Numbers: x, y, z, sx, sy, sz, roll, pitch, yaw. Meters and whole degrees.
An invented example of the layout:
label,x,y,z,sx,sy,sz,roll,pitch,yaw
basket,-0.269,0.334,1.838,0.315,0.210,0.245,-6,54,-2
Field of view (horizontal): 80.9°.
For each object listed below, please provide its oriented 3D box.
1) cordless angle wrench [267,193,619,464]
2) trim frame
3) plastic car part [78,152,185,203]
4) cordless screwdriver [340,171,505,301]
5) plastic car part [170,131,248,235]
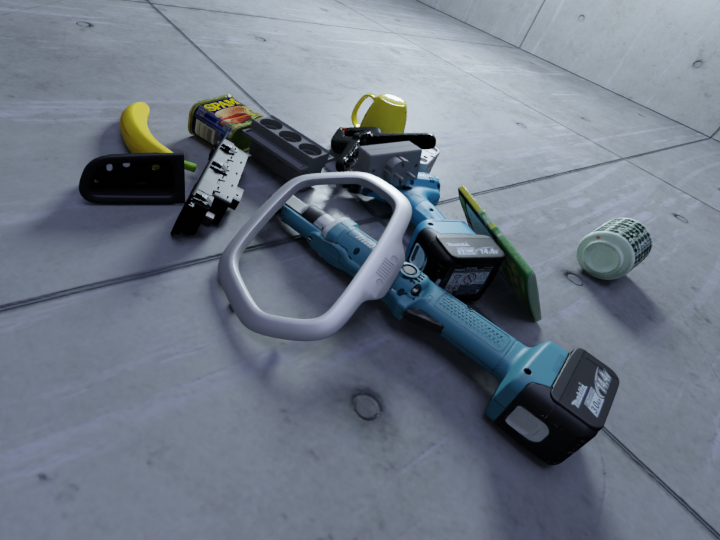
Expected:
label,x,y,z,sx,sy,sz,roll,pitch,yaw
cordless angle wrench,0.047,0.020,0.477,0.442,0.073,0.095,37,45,25
trim frame,-0.046,-0.030,0.470,0.192,0.026,0.248,20,55,21
plastic car part,-0.282,-0.122,0.525,0.113,0.065,0.075,-5,30,-23
cordless screwdriver,0.072,-0.068,0.588,0.155,0.073,0.260,1,38,-19
plastic car part,-0.184,-0.118,0.551,0.065,0.066,0.210,18,37,-21
